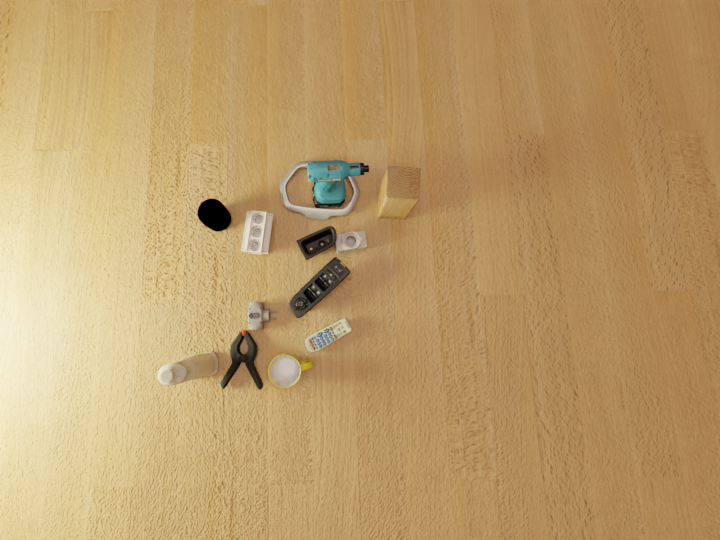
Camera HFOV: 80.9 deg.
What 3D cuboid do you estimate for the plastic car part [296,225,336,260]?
[{"bbox_3d":[-0.122,-0.080,1.246,0.116,0.070,0.067,-27,83,-5],"label":"plastic car part"}]

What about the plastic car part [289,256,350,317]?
[{"bbox_3d":[-0.123,0.053,1.223,0.202,0.066,0.067,-43,85,-7],"label":"plastic car part"}]

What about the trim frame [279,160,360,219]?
[{"bbox_3d":[-0.126,-0.247,1.300,0.249,0.027,0.186,5,79,2],"label":"trim frame"}]

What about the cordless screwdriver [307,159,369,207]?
[{"bbox_3d":[-0.065,-0.246,1.187,0.159,0.247,0.075,-3,83,-3],"label":"cordless screwdriver"}]
